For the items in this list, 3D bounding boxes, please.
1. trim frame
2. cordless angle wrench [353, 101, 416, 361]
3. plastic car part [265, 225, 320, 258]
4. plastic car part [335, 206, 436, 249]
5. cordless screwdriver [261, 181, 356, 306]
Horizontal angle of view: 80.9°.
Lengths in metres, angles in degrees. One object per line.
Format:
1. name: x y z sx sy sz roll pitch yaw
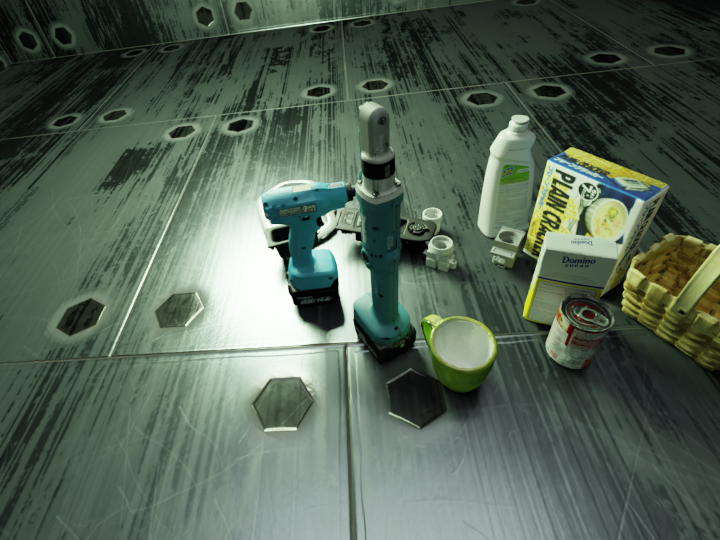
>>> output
1. trim frame: -0.153 -0.144 1.015 0.182 0.026 0.261 -19 45 -9
2. cordless angle wrench: 0.028 -0.029 0.593 0.073 0.407 0.103 -25 47 -20
3. plastic car part: -0.136 -0.060 0.896 0.116 0.068 0.069 -12 44 -3
4. plastic car part: 0.053 -0.081 0.887 0.209 0.064 0.067 7 46 16
5. cordless screwdriver: -0.073 -0.048 0.750 0.159 0.239 0.077 -9 44 -3
